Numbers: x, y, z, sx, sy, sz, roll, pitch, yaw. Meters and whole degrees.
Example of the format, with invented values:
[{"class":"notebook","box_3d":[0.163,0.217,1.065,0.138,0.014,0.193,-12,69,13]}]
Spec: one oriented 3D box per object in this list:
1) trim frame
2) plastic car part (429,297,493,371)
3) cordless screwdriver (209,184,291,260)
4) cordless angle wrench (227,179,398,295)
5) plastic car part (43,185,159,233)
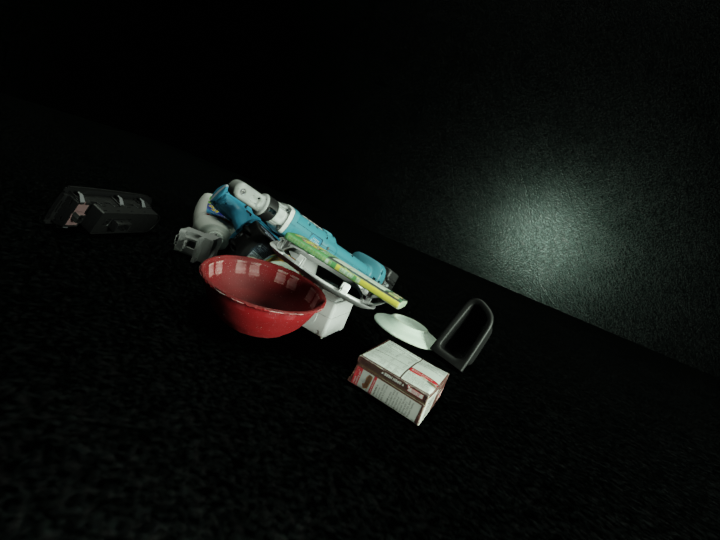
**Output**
[{"class":"trim frame","box_3d":[-0.047,0.001,0.628,0.185,0.027,0.248,32,2,-1]},{"class":"plastic car part","box_3d":[0.185,0.113,0.711,0.070,0.116,0.067,34,-9,41]},{"class":"cordless screwdriver","box_3d":[-0.191,-0.058,0.776,0.151,0.074,0.262,45,2,-37]},{"class":"cordless angle wrench","box_3d":[-0.077,-0.050,0.783,0.104,0.074,0.399,31,-2,45]},{"class":"plastic car part","box_3d":[-0.387,-0.090,0.672,0.067,0.066,0.202,32,10,0]}]
